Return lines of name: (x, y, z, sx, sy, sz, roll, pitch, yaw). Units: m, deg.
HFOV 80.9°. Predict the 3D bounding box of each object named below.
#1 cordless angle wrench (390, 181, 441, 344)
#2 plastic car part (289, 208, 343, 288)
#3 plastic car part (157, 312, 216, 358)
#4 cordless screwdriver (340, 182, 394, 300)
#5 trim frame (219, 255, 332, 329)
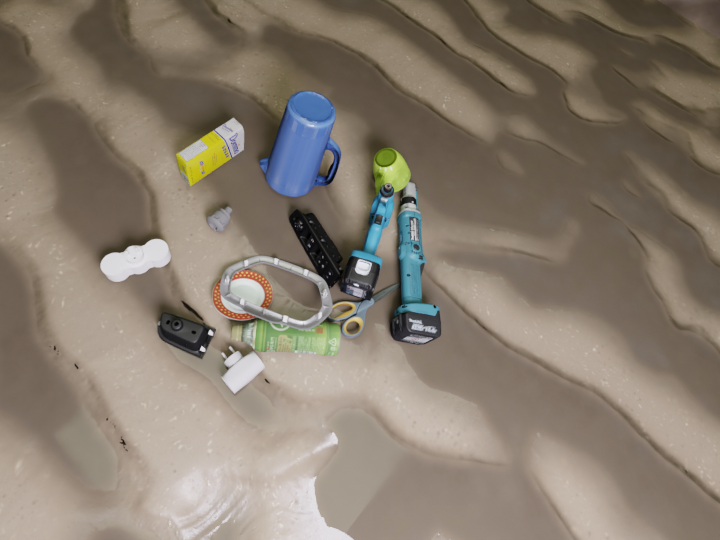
cordless angle wrench: (0.122, -0.042, 1.011, 0.095, 0.074, 0.433, 11, 60, -17)
plastic car part: (-0.097, -0.063, 0.988, 0.065, 0.066, 0.209, -26, 72, -32)
plastic car part: (-0.359, 0.120, 0.851, 0.116, 0.070, 0.066, 23, 62, -3)
cordless screwdriver: (0.026, -0.068, 0.954, 0.075, 0.156, 0.251, 17, 64, 2)
trim frame: (-0.178, 0.041, 0.904, 0.252, 0.027, 0.185, 21, 43, 7)
